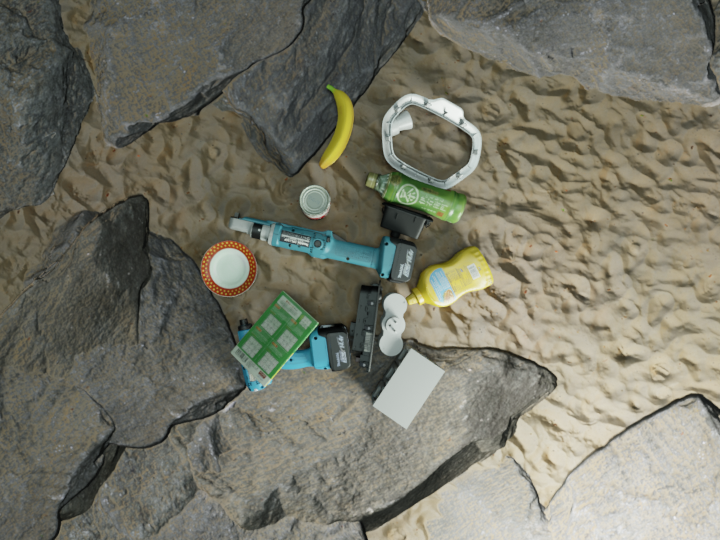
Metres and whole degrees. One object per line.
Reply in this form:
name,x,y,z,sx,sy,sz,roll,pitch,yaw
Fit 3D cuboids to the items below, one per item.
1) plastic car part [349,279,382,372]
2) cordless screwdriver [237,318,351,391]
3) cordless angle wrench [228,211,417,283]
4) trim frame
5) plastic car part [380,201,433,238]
plastic car part,0.012,0.117,0.947,0.069,0.064,0.203,11,88,13
cordless screwdriver,-0.150,0.166,0.943,0.250,0.074,0.159,-13,88,4
cordless angle wrench,-0.093,-0.061,0.953,0.426,0.074,0.098,13,89,3
trim frame,0.162,-0.290,0.951,0.243,0.028,0.184,25,95,-11
plastic car part,0.096,-0.107,0.959,0.117,0.066,0.070,16,103,3
